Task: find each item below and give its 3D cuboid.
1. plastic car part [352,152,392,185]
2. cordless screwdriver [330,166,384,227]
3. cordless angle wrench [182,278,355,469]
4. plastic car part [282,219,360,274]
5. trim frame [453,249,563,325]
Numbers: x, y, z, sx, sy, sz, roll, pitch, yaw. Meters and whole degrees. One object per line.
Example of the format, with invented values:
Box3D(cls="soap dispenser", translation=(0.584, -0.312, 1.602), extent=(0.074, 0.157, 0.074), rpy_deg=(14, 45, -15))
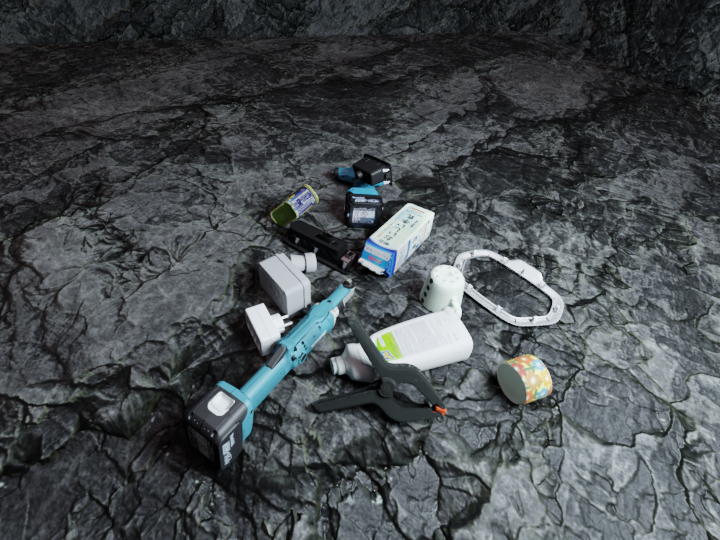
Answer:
Box3D(cls="plastic car part", translation=(0.022, -0.261, 1.121), extent=(0.069, 0.063, 0.123), rpy_deg=(-31, 44, -23))
Box3D(cls="cordless screwdriver", translation=(-0.012, -0.216, 1.152), extent=(0.160, 0.072, 0.255), rpy_deg=(5, 38, 1))
Box3D(cls="cordless angle wrench", translation=(-0.123, 0.140, 0.743), extent=(0.077, 0.095, 0.417), rpy_deg=(24, 42, 19))
Box3D(cls="plastic car part", translation=(-0.096, -0.063, 0.986), extent=(0.212, 0.065, 0.066), rpy_deg=(24, 52, 25))
Box3D(cls="trim frame", translation=(0.320, 0.030, 0.932), extent=(0.179, 0.027, 0.263), rpy_deg=(-25, 48, -29))
